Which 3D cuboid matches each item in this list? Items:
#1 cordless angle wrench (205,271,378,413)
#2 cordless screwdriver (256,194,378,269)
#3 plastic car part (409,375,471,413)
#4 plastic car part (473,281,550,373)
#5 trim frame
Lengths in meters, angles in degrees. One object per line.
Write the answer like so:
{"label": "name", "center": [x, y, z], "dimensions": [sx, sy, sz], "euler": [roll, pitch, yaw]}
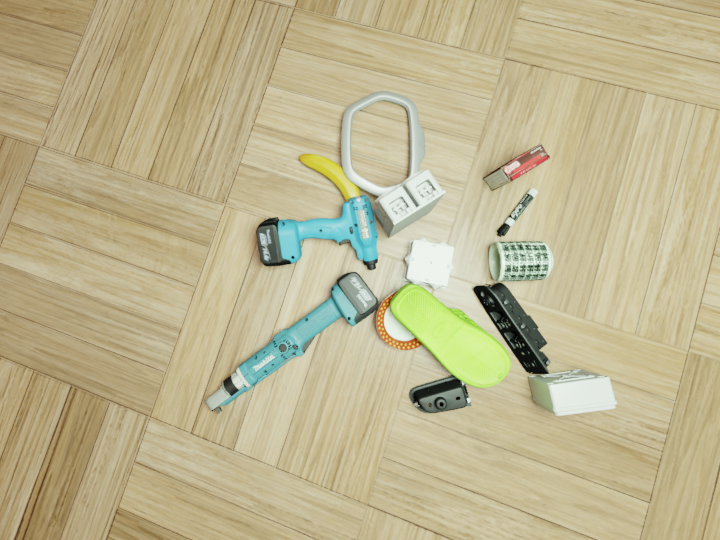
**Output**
{"label": "cordless angle wrench", "center": [-0.154, 0.159, 0.885], "dimensions": [0.424, 0.073, 0.099], "euler": [-37, 83, 3]}
{"label": "cordless screwdriver", "center": [-0.088, -0.057, 0.895], "dimensions": [0.250, 0.075, 0.156], "euler": [-12, 103, 4]}
{"label": "plastic car part", "center": [0.162, 0.254, 0.837], "dimensions": [0.117, 0.070, 0.067], "euler": [-15, 84, 0]}
{"label": "plastic car part", "center": [0.309, 0.105, 0.843], "dimensions": [0.066, 0.066, 0.206], "euler": [-35, 81, -10]}
{"label": "trim frame", "center": [0.050, -0.278, 0.921], "dimensions": [0.185, 0.027, 0.252], "euler": [-1, 76, 2]}
